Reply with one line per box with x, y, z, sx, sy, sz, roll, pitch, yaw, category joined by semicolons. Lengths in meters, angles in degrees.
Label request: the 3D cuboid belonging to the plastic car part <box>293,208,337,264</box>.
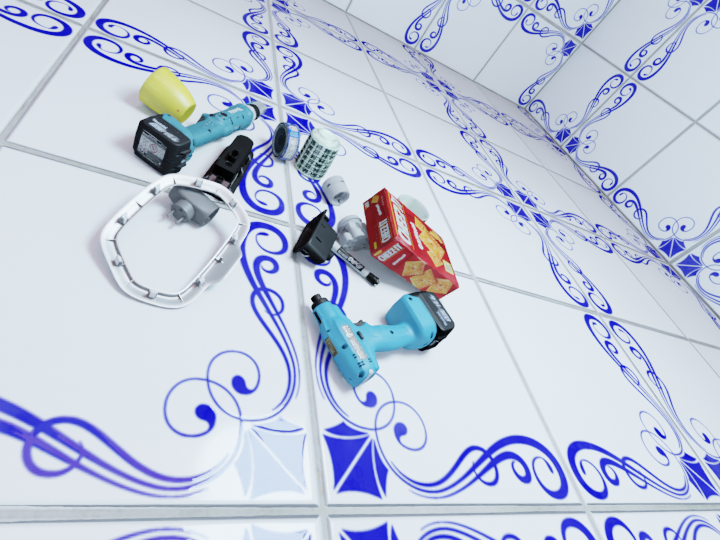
-0.080;-0.052;0.815;0.068;0.067;0.118;40;37;-20;plastic car part

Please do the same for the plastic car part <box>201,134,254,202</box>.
-0.263;-0.221;0.858;0.065;0.066;0.207;20;36;-11;plastic car part

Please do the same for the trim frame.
-0.272;-0.056;0.650;0.181;0.028;0.249;36;48;-9;trim frame

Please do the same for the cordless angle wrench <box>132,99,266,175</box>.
-0.310;-0.319;0.923;0.098;0.074;0.422;34;34;-3;cordless angle wrench

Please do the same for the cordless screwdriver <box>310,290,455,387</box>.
0.036;0.088;0.732;0.239;0.074;0.166;-12;57;-40;cordless screwdriver
